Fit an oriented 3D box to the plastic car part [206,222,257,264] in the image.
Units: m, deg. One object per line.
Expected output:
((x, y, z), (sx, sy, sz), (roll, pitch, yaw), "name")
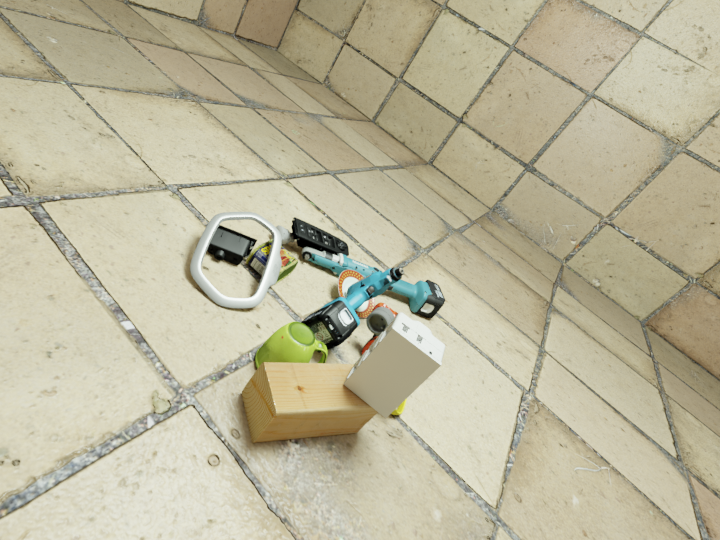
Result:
((-0.302, -0.051, 0.952), (0.113, 0.066, 0.073), (21, 45, -17), "plastic car part")

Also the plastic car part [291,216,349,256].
((-0.113, -0.074, 1.152), (0.192, 0.067, 0.069), (18, 36, -37), "plastic car part")

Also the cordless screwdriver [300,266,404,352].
((-0.008, 0.070, 0.915), (0.074, 0.163, 0.244), (57, 38, -5), "cordless screwdriver")

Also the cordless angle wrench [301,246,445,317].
((0.032, 0.019, 1.161), (0.411, 0.074, 0.101), (21, 30, -16), "cordless angle wrench")

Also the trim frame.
((-0.258, -0.030, 0.908), (0.180, 0.027, 0.254), (19, 51, -13), "trim frame")
